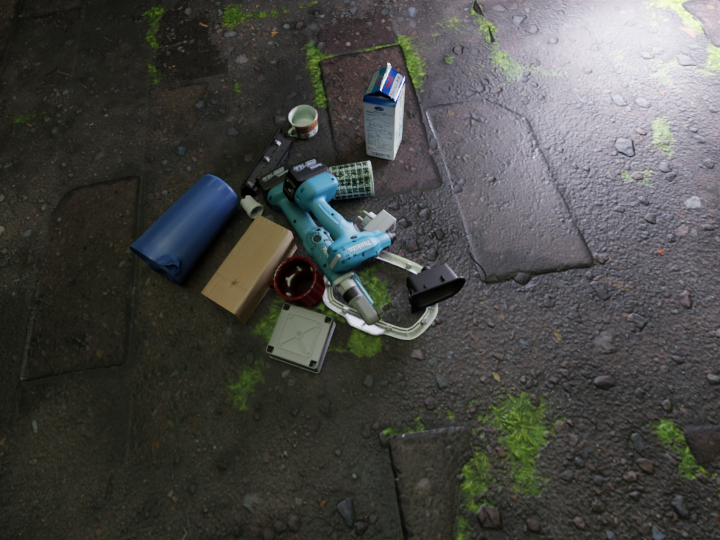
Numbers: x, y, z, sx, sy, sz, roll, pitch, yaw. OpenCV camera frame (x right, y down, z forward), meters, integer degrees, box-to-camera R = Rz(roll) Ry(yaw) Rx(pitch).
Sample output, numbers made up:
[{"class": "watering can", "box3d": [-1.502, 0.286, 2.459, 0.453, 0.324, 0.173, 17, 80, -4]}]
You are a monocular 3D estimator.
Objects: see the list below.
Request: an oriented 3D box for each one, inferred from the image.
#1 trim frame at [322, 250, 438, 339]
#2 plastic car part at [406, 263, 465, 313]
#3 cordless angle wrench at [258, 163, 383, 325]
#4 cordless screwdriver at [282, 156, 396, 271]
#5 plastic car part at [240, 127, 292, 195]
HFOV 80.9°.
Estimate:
[{"class": "trim frame", "box3d": [0.039, 0.044, 0.886, 0.255, 0.027, 0.185, 22, 71, 14]}, {"class": "plastic car part", "box3d": [0.139, 0.025, 0.845, 0.115, 0.063, 0.074, -23, 52, -9]}, {"class": "cordless angle wrench", "box3d": [-0.089, -0.058, 0.910, 0.097, 0.072, 0.442, -31, 63, -9]}, {"class": "cordless screwdriver", "box3d": [-0.046, -0.124, 0.883, 0.155, 0.074, 0.257, -24, 69, -30]}, {"class": "plastic car part", "box3d": [-0.225, -0.267, 1.043, 0.068, 0.065, 0.204, 21, 69, 3]}]
